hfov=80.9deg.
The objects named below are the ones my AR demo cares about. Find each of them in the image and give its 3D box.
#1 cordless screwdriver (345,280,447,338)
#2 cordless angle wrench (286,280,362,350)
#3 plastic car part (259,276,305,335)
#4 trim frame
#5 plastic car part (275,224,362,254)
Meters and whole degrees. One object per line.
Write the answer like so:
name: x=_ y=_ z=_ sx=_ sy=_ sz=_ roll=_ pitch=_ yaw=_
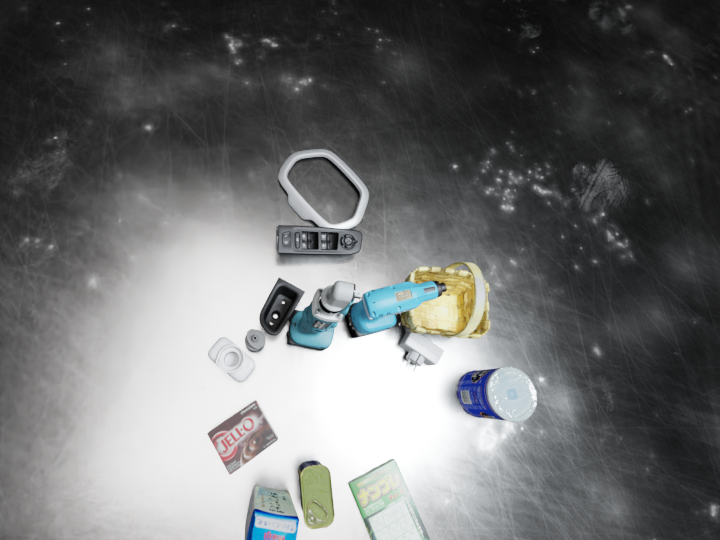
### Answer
cordless screwdriver: x=0.060 y=0.074 z=0.862 sx=0.156 sy=0.248 sz=0.076 roll=-12 pitch=77 yaw=-15
cordless angle wrench: x=-0.070 y=0.081 z=0.749 sx=0.097 sy=0.422 sz=0.075 roll=13 pitch=71 yaw=-9
plastic car part: x=-0.179 y=0.086 z=0.918 sx=0.066 sy=0.071 sz=0.117 roll=28 pitch=69 yaw=-1
trim frame: x=-0.092 y=-0.203 z=1.056 sx=0.182 sy=0.027 sz=0.253 roll=-40 pitch=80 yaw=-19
plastic car part: x=-0.096 y=-0.063 z=0.985 sx=0.200 sy=0.067 sz=0.068 roll=0 pitch=72 yaw=-9
